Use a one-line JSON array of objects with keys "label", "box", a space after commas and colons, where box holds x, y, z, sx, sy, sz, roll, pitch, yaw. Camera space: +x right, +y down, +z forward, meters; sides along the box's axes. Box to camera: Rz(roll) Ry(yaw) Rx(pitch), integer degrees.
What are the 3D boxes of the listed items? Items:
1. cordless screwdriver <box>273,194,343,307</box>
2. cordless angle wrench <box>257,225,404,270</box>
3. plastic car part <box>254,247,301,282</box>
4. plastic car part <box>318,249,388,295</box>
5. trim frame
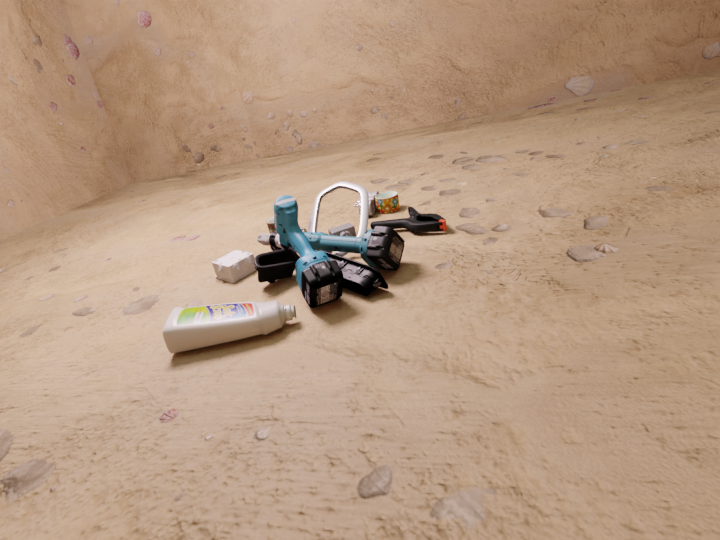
[{"label": "cordless screwdriver", "box": [-0.127, -0.031, 0.928, 0.073, 0.155, 0.261, -18, 56, -21]}, {"label": "cordless angle wrench", "box": [-0.103, -0.067, 1.049, 0.444, 0.092, 0.075, 7, 71, 35]}, {"label": "plastic car part", "box": [-0.206, -0.004, 1.020, 0.112, 0.069, 0.070, -15, 40, -31]}, {"label": "plastic car part", "box": [-0.030, 0.008, 0.919, 0.214, 0.064, 0.066, 14, 45, 45]}, {"label": "trim frame", "box": [-0.063, -0.135, 1.127, 0.190, 0.026, 0.254, -10, 61, 24]}]
